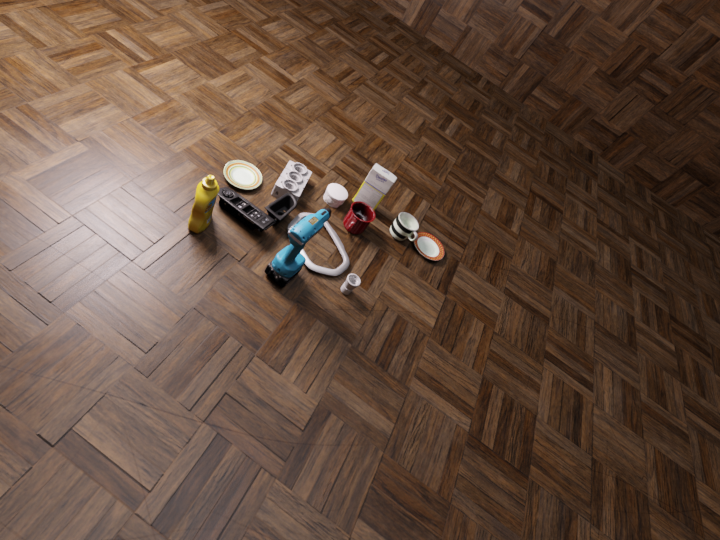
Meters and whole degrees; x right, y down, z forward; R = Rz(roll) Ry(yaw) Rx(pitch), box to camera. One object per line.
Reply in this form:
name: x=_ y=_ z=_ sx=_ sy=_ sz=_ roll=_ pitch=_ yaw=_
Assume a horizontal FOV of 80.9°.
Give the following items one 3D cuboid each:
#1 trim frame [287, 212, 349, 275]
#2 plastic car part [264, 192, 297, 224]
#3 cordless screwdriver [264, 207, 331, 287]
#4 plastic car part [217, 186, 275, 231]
trim frame: x=-0.133 y=-0.087 z=1.358 sx=0.177 sy=0.027 sz=0.258 roll=-16 pitch=63 yaw=-36
plastic car part: x=-0.254 y=-0.189 z=1.348 sx=0.067 sy=0.071 sz=0.115 roll=40 pitch=47 yaw=3
cordless screwdriver: x=-0.168 y=-0.068 z=1.172 sx=0.075 sy=0.249 sz=0.157 roll=41 pitch=46 yaw=2
plastic car part: x=-0.360 y=-0.182 z=1.291 sx=0.205 sy=0.067 sz=0.065 roll=39 pitch=46 yaw=6
